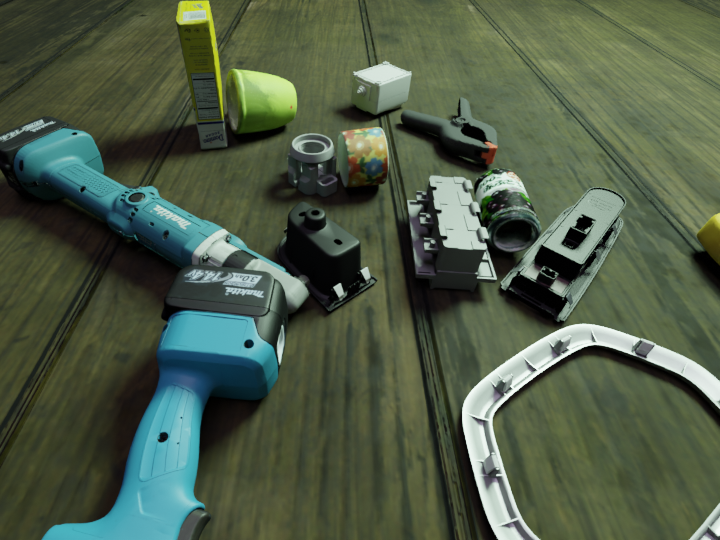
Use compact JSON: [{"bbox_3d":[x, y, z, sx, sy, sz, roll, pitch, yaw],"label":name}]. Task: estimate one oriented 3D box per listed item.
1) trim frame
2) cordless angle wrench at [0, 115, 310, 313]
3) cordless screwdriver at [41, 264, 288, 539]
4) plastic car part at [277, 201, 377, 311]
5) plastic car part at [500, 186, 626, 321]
[{"bbox_3d":[0.193,0.129,0.312,0.242,0.027,0.194,-22,50,-24],"label":"trim frame"},{"bbox_3d":[-0.239,-0.061,0.465,0.439,0.072,0.097,27,50,20],"label":"cordless angle wrench"},{"bbox_3d":[-0.100,0.116,0.288,0.161,0.072,0.253,8,49,5],"label":"cordless screwdriver"},{"bbox_3d":[-0.042,-0.028,0.433,0.064,0.069,0.122,-29,56,-31],"label":"plastic car part"},{"bbox_3d":[0.231,-0.035,0.456,0.070,0.065,0.199,28,48,32],"label":"plastic car part"}]
